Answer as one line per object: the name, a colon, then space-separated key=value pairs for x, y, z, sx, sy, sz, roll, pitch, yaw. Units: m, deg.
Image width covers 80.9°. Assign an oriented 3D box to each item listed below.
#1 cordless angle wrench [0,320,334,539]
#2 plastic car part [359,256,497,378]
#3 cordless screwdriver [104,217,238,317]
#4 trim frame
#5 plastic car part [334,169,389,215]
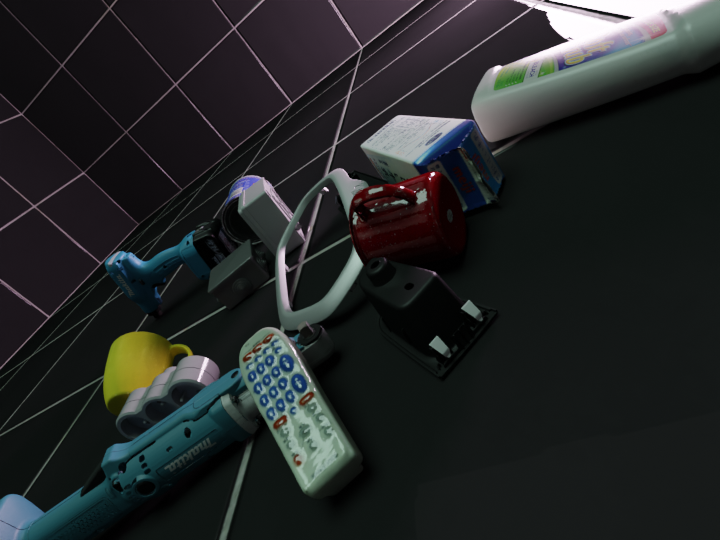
cordless angle wrench: x=-0.201 y=0.183 z=0.400 sx=0.423 sy=0.094 sz=0.077 roll=-35 pitch=24 yaw=2
plastic car part: x=0.035 y=0.021 z=0.344 sx=0.066 sy=0.068 sz=0.122 roll=-45 pitch=29 yaw=-12
cordless screwdriver: x=-0.362 y=0.003 z=0.845 sx=0.251 sy=0.152 sz=0.077 roll=-19 pitch=30 yaw=9
trim frame: x=-0.052 y=-0.034 z=0.527 sx=0.185 sy=0.026 sz=0.259 roll=-49 pitch=31 yaw=22
plastic car part: x=0.010 y=-0.103 z=0.578 sx=0.066 sy=0.064 sz=0.212 roll=-35 pitch=29 yaw=-5
